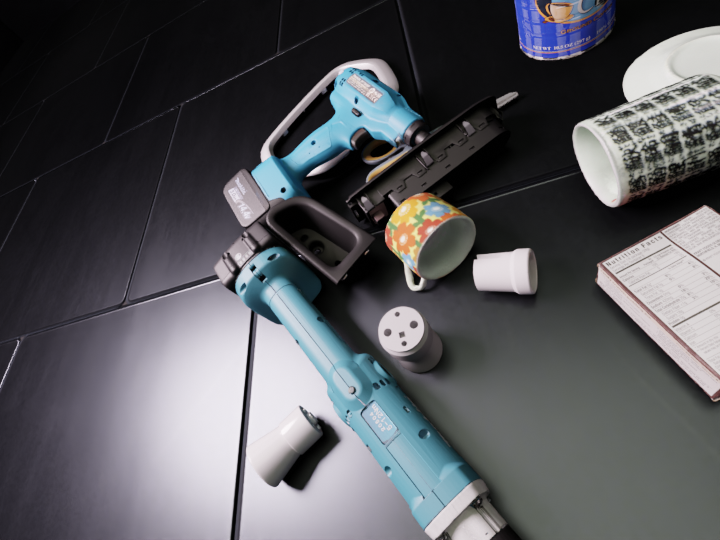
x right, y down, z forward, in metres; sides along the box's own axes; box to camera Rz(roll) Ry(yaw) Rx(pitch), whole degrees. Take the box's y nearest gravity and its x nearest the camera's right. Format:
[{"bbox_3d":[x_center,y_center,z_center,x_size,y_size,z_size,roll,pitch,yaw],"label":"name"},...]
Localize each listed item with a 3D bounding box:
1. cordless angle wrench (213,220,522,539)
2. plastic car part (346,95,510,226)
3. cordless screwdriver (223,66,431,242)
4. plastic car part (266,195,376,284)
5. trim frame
[{"bbox_3d":[0.003,0.104,0.362,0.074,0.092,0.447,-46,53,0],"label":"cordless angle wrench"},{"bbox_3d":[0.083,-0.114,0.469,0.203,0.063,0.070,-40,60,1],"label":"plastic car part"},{"bbox_3d":[-0.043,-0.130,0.529,0.249,0.070,0.167,-44,59,5],"label":"cordless screwdriver"},{"bbox_3d":[-0.047,-0.031,0.482,0.122,0.068,0.065,35,72,23],"label":"plastic car part"},{"bbox_3d":[-0.050,-0.232,0.642,0.195,0.026,0.248,35,83,39],"label":"trim frame"}]
